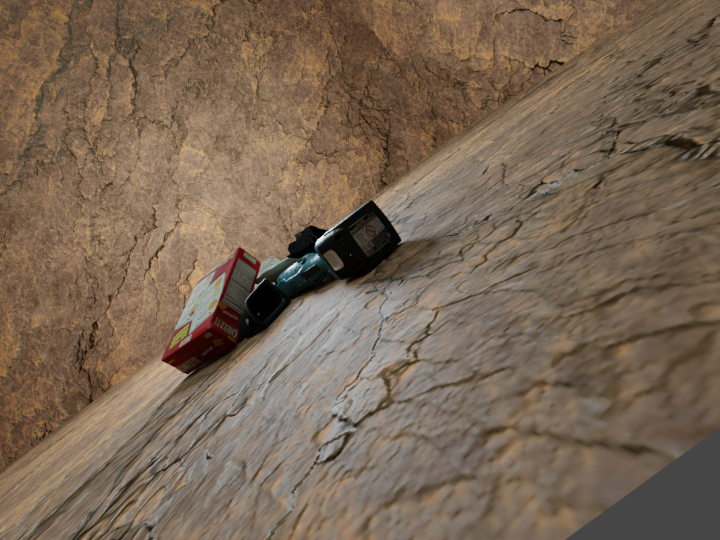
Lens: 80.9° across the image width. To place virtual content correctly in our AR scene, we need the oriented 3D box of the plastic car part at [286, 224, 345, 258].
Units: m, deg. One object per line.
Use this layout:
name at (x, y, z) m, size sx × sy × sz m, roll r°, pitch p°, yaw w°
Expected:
plastic car part at (-0.084, -0.055, 0.860) m, size 0.067 × 0.069 × 0.194 m, roll -33°, pitch -16°, yaw 18°

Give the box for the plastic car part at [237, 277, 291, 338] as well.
plastic car part at (-0.184, 0.077, 0.756) m, size 0.071 × 0.066 × 0.116 m, roll -50°, pitch 3°, yaw 28°

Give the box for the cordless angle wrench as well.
cordless angle wrench at (-0.088, -0.001, 0.751) m, size 0.096 × 0.074 × 0.432 m, roll -39°, pitch 7°, yaw -31°
